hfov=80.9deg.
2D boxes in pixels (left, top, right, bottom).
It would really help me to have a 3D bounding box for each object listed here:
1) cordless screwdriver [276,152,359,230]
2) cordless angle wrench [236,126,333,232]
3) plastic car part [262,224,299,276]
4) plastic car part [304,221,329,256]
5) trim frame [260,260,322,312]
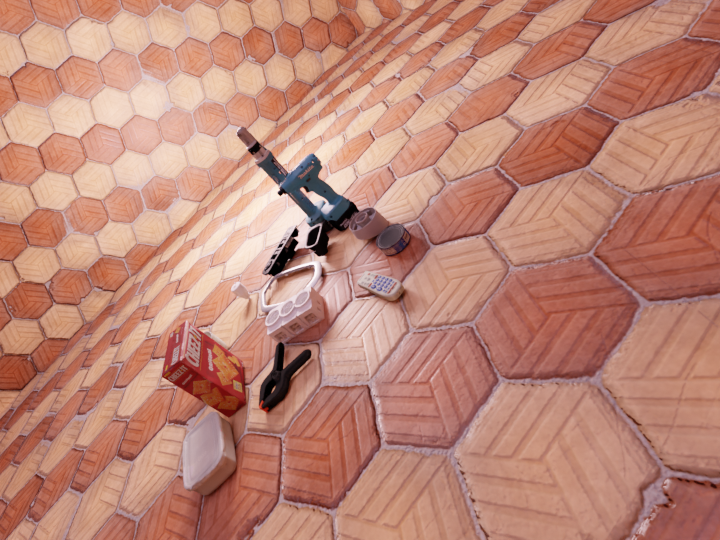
[{"bbox_3d":[-0.128,-0.218,1.291,0.159,0.237,0.078,-43,28,0],"label":"cordless screwdriver"},{"bbox_3d":[-0.234,-0.279,1.324,0.077,0.404,0.099,-22,35,34],"label":"cordless angle wrench"},{"bbox_3d":[-0.261,-0.057,1.418,0.069,0.064,0.203,0,52,50],"label":"plastic car part"},{"bbox_3d":[-0.126,-0.083,1.292,0.067,0.067,0.120,-29,34,24],"label":"plastic car part"},{"bbox_3d":[-0.213,0.047,1.278,0.257,0.026,0.187,-19,39,35],"label":"trim frame"}]
